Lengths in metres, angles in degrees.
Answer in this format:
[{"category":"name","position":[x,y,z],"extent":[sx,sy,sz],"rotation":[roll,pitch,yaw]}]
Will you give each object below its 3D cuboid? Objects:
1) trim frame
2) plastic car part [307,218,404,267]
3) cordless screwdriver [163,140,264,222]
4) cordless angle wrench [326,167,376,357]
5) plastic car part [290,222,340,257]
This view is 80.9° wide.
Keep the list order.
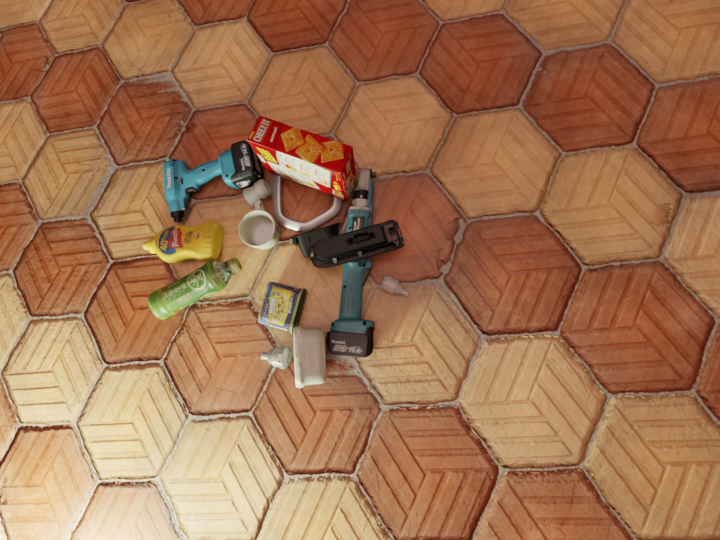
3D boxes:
[{"category":"trim frame","position":[-0.132,-0.214,1.014],"extent":[0.187,0.027,0.251],"rotation":[-2,80,8]},{"category":"plastic car part","position":[-0.014,-0.055,0.883],"extent":[0.205,0.065,0.067],"rotation":[-16,81,7]},{"category":"cordless screwdriver","position":[-0.363,-0.215,1.030],"extent":[0.253,0.072,0.162],"rotation":[-11,78,11]},{"category":"cordless angle wrench","position":[-0.007,-0.029,0.933],"extent":[0.100,0.072,0.428],"rotation":[3,77,8]},{"category":"plastic car part","position":[-0.094,-0.062,0.962],"extent":[0.117,0.066,0.071],"rotation":[-13,93,2]}]
